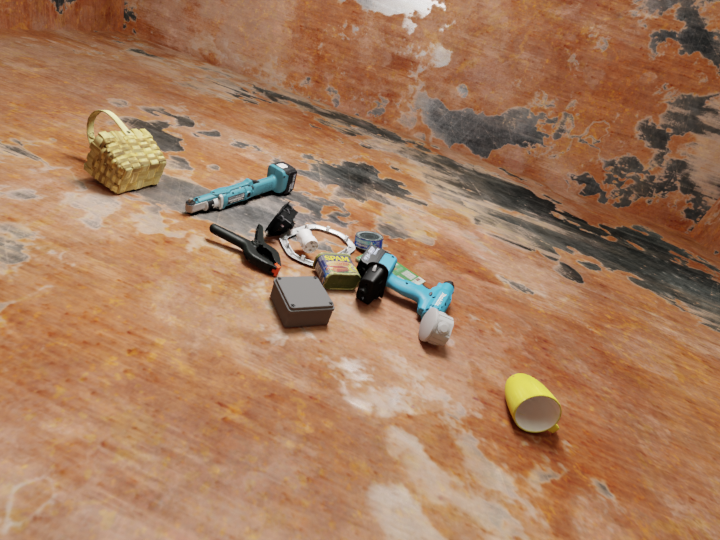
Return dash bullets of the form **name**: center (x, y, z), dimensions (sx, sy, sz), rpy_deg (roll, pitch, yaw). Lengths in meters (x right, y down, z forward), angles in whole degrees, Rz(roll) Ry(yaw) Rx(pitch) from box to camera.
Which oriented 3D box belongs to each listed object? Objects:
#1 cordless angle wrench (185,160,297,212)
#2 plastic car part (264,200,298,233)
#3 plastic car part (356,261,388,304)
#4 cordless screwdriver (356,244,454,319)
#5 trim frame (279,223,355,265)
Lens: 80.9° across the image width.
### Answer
- **cordless angle wrench**: center (-0.357, -0.244, 1.289), dimensions (0.077, 0.096, 0.413), rpy_deg (32, 37, 19)
- **plastic car part**: center (-0.215, -0.150, 1.208), dimensions (0.066, 0.066, 0.207), rpy_deg (27, 19, -12)
- **plastic car part**: center (0.020, 0.037, 1.015), dimensions (0.068, 0.113, 0.070), rpy_deg (31, 55, 16)
- **cordless screwdriver**: center (0.117, 0.023, 1.094), dimensions (0.257, 0.073, 0.157), rpy_deg (31, 44, 15)
- **trim frame**: center (-0.117, -0.076, 1.196), dimensions (0.192, 0.027, 0.241), rpy_deg (33, 32, 22)
